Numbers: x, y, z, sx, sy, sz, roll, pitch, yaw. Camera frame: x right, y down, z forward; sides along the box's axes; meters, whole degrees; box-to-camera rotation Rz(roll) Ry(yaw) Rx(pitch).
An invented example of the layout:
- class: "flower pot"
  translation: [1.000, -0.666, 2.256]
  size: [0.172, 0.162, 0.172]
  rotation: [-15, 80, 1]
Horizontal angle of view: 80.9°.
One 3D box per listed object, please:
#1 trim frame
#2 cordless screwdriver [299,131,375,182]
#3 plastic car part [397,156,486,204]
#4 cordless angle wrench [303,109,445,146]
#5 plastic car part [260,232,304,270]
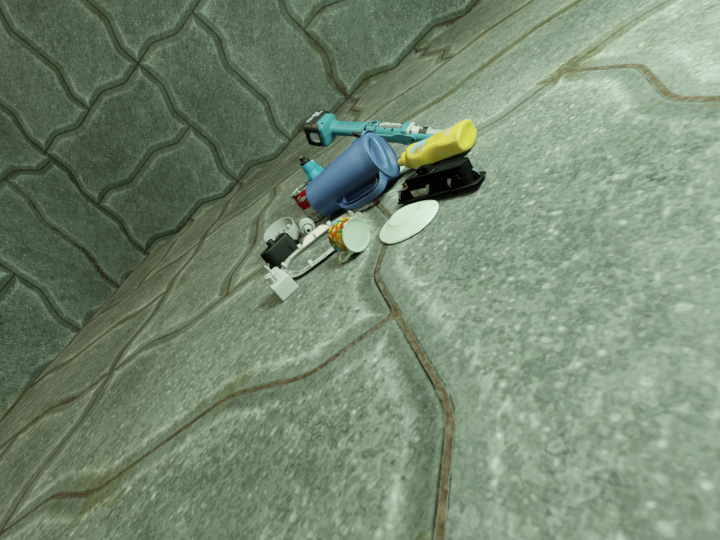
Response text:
- class: "trim frame"
  translation: [-0.100, -0.065, 1.022]
  size: [0.249, 0.026, 0.190]
  rotation: [-39, 23, 4]
- class: "cordless screwdriver"
  translation: [-0.050, -0.331, 1.254]
  size: [0.250, 0.154, 0.077]
  rotation: [-34, 21, 6]
- class: "plastic car part"
  translation: [0.151, -0.180, 0.830]
  size: [0.065, 0.065, 0.213]
  rotation: [-34, 22, -31]
- class: "cordless angle wrench"
  translation: [0.039, -0.374, 1.140]
  size: [0.445, 0.071, 0.097]
  rotation: [15, 53, 31]
- class: "plastic car part"
  translation: [-0.215, -0.058, 1.118]
  size: [0.115, 0.069, 0.069]
  rotation: [-44, 21, -20]
